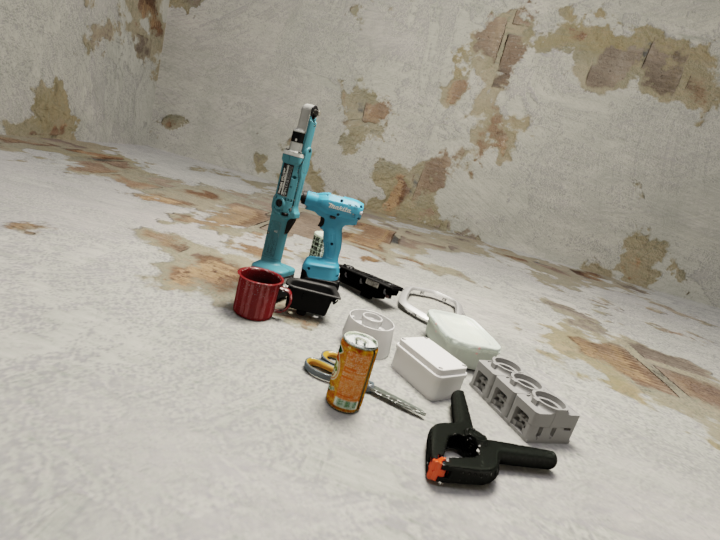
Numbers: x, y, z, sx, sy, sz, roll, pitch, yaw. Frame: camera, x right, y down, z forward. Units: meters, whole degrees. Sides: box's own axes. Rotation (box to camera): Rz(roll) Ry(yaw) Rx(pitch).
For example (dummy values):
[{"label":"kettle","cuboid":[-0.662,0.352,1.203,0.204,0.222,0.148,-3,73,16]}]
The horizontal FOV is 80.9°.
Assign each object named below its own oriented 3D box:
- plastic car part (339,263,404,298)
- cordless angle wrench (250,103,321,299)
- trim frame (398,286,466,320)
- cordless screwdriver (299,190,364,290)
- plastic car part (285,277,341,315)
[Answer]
[{"label":"plastic car part","cuboid":[0.012,0.032,1.116,0.215,0.066,0.063,27,19,39]},{"label":"cordless angle wrench","cuboid":[-0.160,-0.143,0.910,0.102,0.419,0.072,22,15,23]},{"label":"trim frame","cuboid":[0.196,0.096,1.134,0.189,0.027,0.245,18,16,11]},{"label":"cordless screwdriver","cuboid":[-0.099,-0.065,1.016,0.159,0.246,0.075,15,14,-2]},{"label":"plastic car part","cuboid":[-0.110,0.061,0.893,0.114,0.070,0.068,11,15,-14]}]
